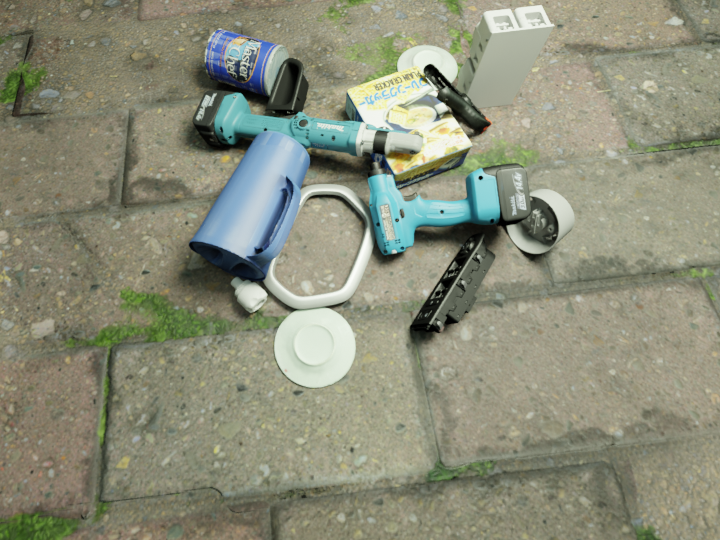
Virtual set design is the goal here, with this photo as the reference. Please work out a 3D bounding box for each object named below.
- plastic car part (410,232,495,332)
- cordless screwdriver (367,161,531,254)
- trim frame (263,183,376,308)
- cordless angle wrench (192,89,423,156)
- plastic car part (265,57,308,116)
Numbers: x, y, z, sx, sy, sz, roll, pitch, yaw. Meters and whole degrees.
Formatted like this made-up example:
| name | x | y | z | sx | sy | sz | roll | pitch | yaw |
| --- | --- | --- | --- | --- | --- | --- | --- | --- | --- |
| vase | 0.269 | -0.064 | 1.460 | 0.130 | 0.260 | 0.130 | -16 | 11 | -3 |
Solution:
| name | x | y | z | sx | sy | sz | roll | pitch | yaw |
| --- | --- | --- | --- | --- | --- | --- | --- | --- | --- |
| plastic car part | 0.163 | 0.023 | 0.691 | 0.067 | 0.066 | 0.203 | 31 | 71 | 1 |
| cordless screwdriver | 0.138 | -0.127 | 0.705 | 0.253 | 0.073 | 0.159 | -12 | 91 | 11 |
| trim frame | -0.073 | -0.048 | 0.747 | 0.187 | 0.027 | 0.250 | 18 | 70 | 8 |
| cordless angle wrench | -0.100 | -0.255 | 0.776 | 0.435 | 0.071 | 0.099 | 13 | 72 | 15 |
| plastic car part | -0.135 | -0.359 | 0.855 | 0.069 | 0.067 | 0.117 | 11 | 77 | 25 |
